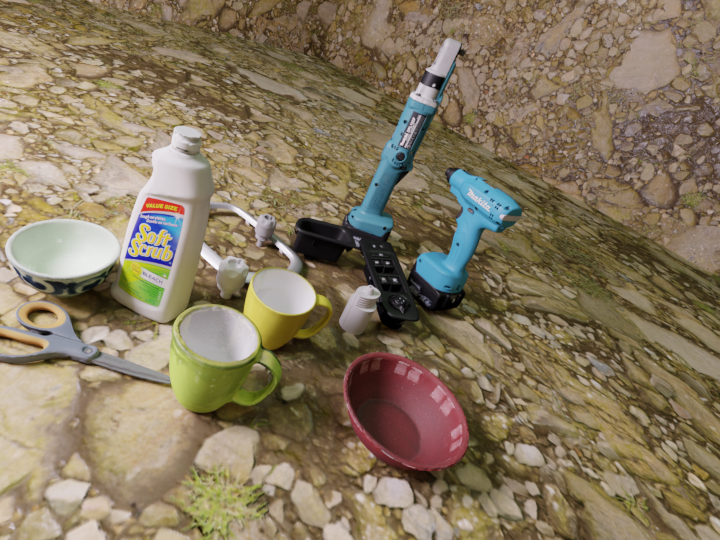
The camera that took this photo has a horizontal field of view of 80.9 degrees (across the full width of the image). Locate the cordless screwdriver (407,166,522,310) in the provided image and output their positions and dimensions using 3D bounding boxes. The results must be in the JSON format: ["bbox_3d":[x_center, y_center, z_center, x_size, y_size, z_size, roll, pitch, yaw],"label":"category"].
[{"bbox_3d":[0.165,-0.057,0.777,0.071,0.247,0.168,0,38,-37],"label":"cordless screwdriver"}]

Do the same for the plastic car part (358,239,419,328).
[{"bbox_3d":[0.041,0.025,0.746,0.064,0.066,0.212,10,33,-23],"label":"plastic car part"}]

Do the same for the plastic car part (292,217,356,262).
[{"bbox_3d":[-0.077,-0.050,0.785,0.113,0.070,0.069,11,33,-20],"label":"plastic car part"}]

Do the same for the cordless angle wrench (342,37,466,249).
[{"bbox_3d":[0.076,-0.225,0.815,0.097,0.419,0.076,21,30,-9],"label":"cordless angle wrench"}]

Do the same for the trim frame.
[{"bbox_3d":[-0.212,-0.052,0.743,0.259,0.027,0.178,36,33,22],"label":"trim frame"}]
